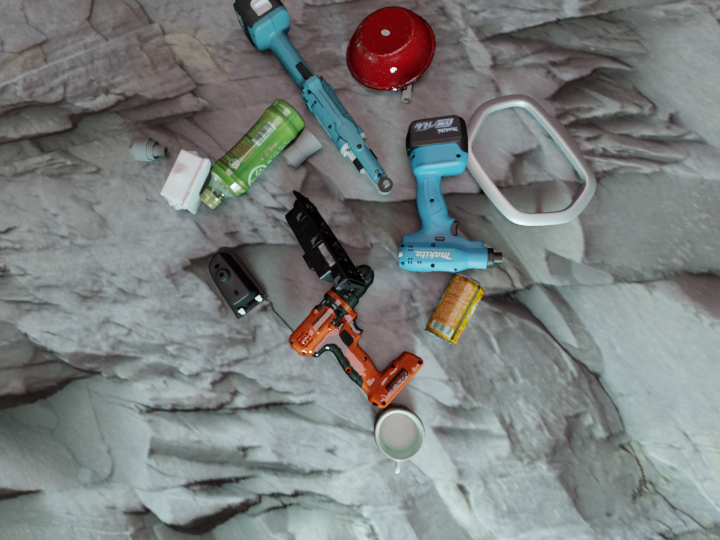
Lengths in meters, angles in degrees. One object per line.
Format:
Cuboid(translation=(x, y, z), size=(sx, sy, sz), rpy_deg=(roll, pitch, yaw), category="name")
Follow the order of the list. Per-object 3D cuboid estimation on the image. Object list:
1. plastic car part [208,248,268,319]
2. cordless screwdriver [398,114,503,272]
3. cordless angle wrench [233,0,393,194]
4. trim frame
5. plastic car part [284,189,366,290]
Cuboid(translation=(-0.218, 0.016, 0.708), size=(0.066, 0.070, 0.118), rpy_deg=(-37, 85, -4), category="plastic car part")
Cuboid(translation=(0.146, -0.121, 0.689), size=(0.163, 0.072, 0.250), rpy_deg=(1, 85, 14), category="cordless screwdriver")
Cuboid(translation=(-0.073, -0.306, 0.742), size=(0.074, 0.097, 0.427), rpy_deg=(-35, 85, -3), category="cordless angle wrench")
Cuboid(translation=(0.283, -0.188, 0.720), size=(0.184, 0.027, 0.254), rpy_deg=(-34, 78, 0), category="trim frame")
Cuboid(translation=(-0.068, -0.044, 0.693), size=(0.068, 0.063, 0.211), rpy_deg=(-41, 61, 23), category="plastic car part")
